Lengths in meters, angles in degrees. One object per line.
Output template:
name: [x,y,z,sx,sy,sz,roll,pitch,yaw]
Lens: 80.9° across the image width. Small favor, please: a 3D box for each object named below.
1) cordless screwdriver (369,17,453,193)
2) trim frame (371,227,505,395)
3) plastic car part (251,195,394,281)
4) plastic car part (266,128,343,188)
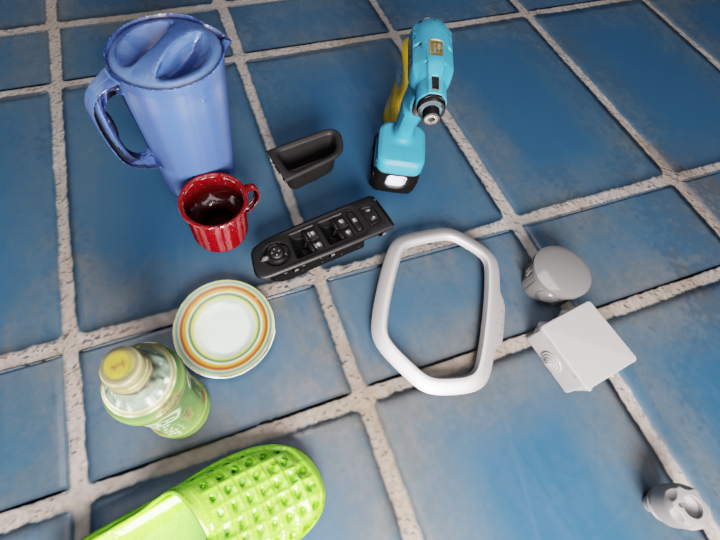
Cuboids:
cordless screwdriver: [0.068,-0.194,0.592,0.074,0.244,0.163,8,62,-6]
trim frame: [0.112,0.046,0.588,0.185,0.027,0.252,13,61,3]
plastic car part: [-0.059,-0.038,0.599,0.199,0.066,0.069,-22,67,-16]
plastic car part: [-0.081,-0.167,0.665,0.114,0.069,0.068,-25,69,-18]
